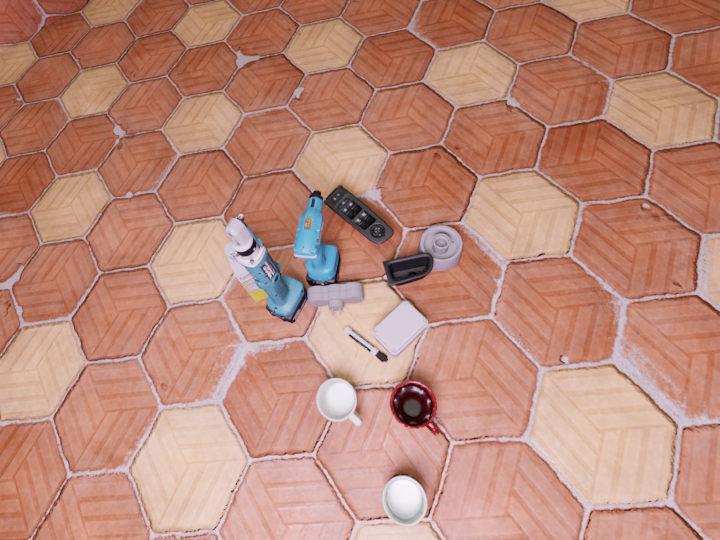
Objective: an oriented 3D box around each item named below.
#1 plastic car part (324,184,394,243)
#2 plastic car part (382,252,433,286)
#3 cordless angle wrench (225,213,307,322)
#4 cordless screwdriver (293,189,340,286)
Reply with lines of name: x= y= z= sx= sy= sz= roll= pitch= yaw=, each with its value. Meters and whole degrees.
plastic car part: x=-0.003 y=-0.135 z=1.108 sx=0.066 sy=0.064 sz=0.212 roll=-44 pitch=66 yaw=-12
plastic car part: x=0.118 y=0.005 z=1.018 sx=0.117 sy=0.068 sz=0.068 roll=-13 pitch=65 yaw=3
cordless angle wrench: x=-0.196 y=0.005 z=0.885 sx=0.077 sy=0.408 sz=0.098 roll=23 pitch=71 yaw=15
cordless screwdriver: x=-0.097 y=-0.064 z=0.994 sx=0.076 sy=0.240 sz=0.162 roll=5 pitch=67 yaw=8
